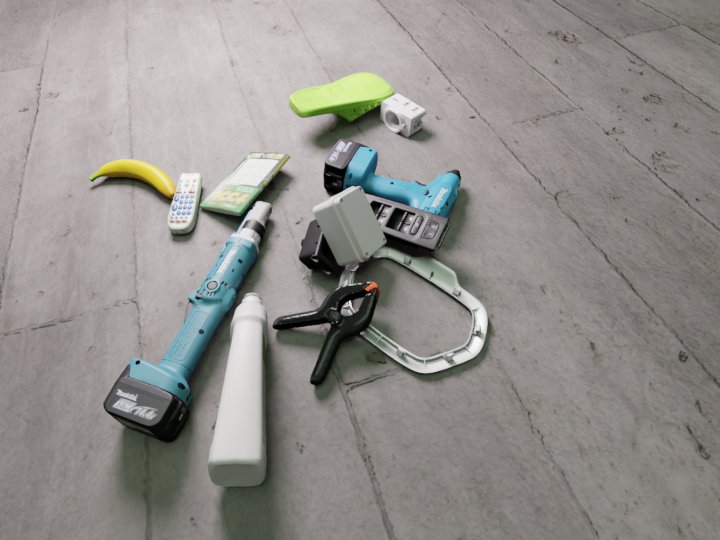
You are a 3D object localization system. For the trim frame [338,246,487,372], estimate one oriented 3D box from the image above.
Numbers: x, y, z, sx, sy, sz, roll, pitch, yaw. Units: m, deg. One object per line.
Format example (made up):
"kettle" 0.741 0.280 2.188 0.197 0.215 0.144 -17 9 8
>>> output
"trim frame" 0.077 0.051 0.671 0.260 0.026 0.182 33 61 25

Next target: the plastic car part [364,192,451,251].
"plastic car part" 0.051 -0.086 0.744 0.211 0.064 0.066 23 78 22

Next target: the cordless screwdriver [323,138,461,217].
"cordless screwdriver" 0.062 -0.178 0.811 0.256 0.072 0.159 26 58 15

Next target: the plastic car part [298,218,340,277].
"plastic car part" -0.071 -0.047 0.729 0.073 0.062 0.119 -17 46 28

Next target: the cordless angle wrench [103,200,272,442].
"cordless angle wrench" -0.231 0.039 0.670 0.100 0.072 0.427 12 53 10
